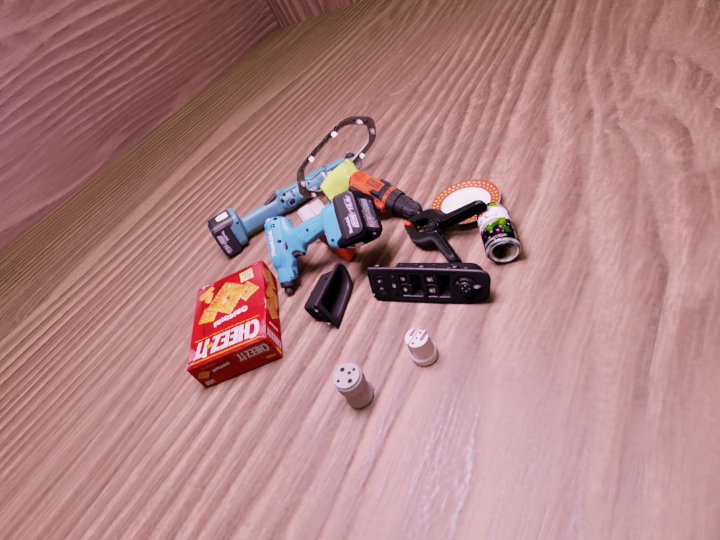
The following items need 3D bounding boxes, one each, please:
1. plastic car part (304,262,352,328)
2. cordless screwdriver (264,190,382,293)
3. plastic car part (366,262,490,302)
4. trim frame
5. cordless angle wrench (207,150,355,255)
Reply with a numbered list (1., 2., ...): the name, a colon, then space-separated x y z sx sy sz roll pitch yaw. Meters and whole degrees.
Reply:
1. plastic car part: -0.065 0.047 0.787 0.073 0.063 0.118 -19 34 35
2. cordless screwdriver: -0.080 -0.052 0.817 0.258 0.071 0.161 -16 82 35
3. plastic car part: 0.116 0.016 0.704 0.213 0.065 0.065 2 22 35
4. trim frame: -0.056 -0.268 1.018 0.249 0.176 0.029 -46 67 10
5. cordless angle wrench: -0.188 -0.187 1.094 0.420 0.093 0.078 -33 38 -9
